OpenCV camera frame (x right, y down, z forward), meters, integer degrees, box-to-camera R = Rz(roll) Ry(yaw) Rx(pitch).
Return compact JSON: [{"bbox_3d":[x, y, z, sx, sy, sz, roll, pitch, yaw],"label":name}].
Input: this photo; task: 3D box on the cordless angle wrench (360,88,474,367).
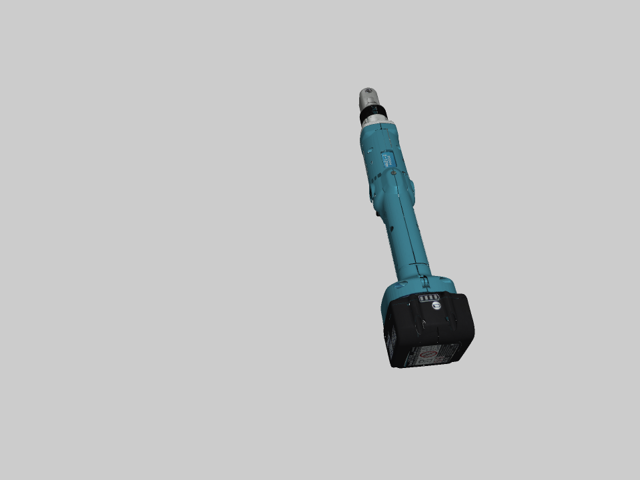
[{"bbox_3d":[0.090,-0.058,0.537,0.074,0.421,0.098,-5,-35,-1],"label":"cordless angle wrench"}]
